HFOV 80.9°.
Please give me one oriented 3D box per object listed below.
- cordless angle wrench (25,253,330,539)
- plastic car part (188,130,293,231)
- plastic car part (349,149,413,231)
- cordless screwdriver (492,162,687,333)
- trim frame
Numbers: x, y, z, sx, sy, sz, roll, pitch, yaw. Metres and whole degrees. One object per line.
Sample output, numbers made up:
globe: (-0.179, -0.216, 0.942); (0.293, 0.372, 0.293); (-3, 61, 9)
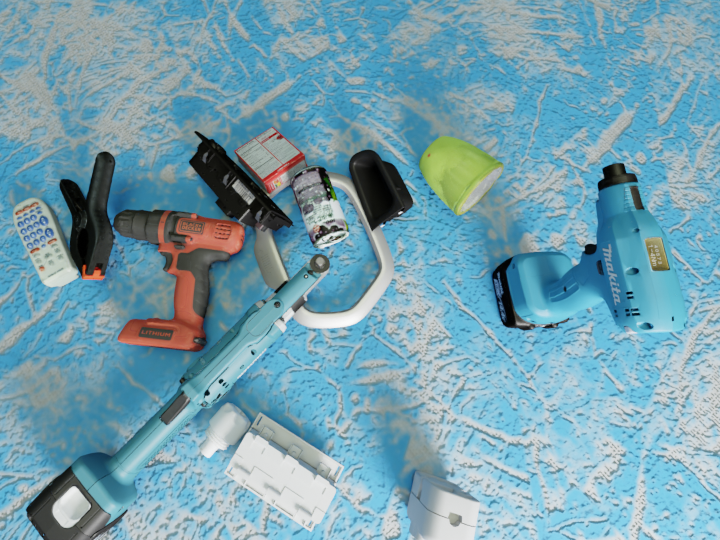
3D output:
cordless angle wrench: (-0.186, 0.133, 0.513); (0.076, 0.097, 0.420); (42, 75, 7)
plastic car part: (-0.182, -0.120, 0.602); (0.067, 0.063, 0.211); (-47, 67, 15)
plastic car part: (0.037, -0.122, 0.616); (0.067, 0.067, 0.120); (2, 61, -43)
cordless screwdriver: (0.240, -0.008, 0.488); (0.074, 0.247, 0.161); (-4, 80, -8)
trim frame: (-0.059, -0.039, 0.608); (0.182, 0.027, 0.254); (-22, 76, -9)
